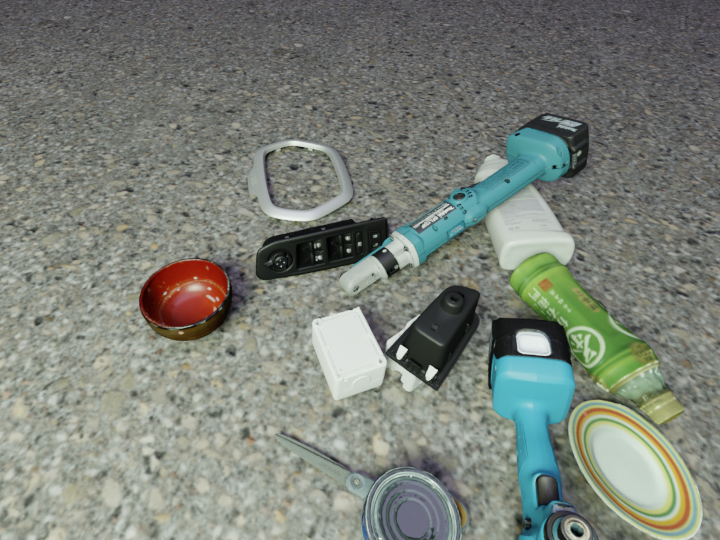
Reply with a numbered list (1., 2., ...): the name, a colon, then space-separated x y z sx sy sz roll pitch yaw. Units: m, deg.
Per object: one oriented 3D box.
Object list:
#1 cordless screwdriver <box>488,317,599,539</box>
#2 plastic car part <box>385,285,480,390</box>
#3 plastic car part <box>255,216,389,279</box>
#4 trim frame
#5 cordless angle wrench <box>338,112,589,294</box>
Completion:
1. cordless screwdriver: 0.164 0.149 0.387 0.076 0.153 0.253 1 44 13
2. plastic car part: 0.090 0.056 0.457 0.069 0.069 0.115 32 57 23
3. plastic car part: -0.061 -0.040 0.628 0.199 0.064 0.071 -16 40 -15
4. trim frame: -0.114 -0.172 0.774 0.182 0.027 0.259 -9 49 -10
5. cordless angle wrench: 0.148 -0.090 0.620 0.420 0.071 0.103 -34 42 -10
